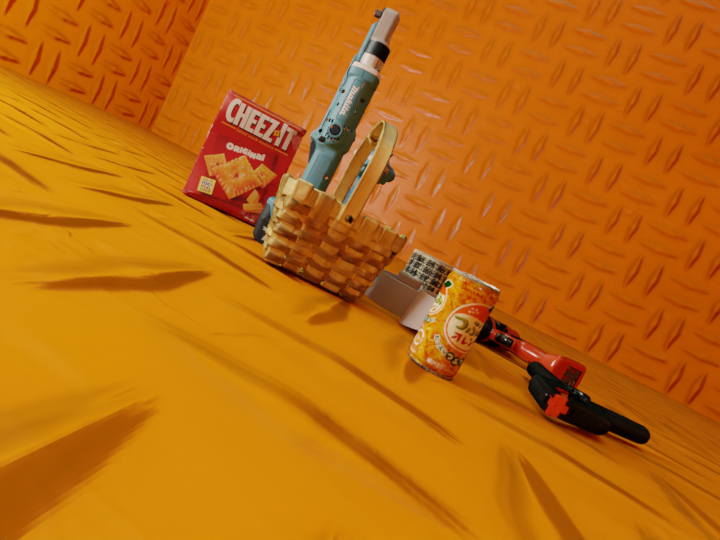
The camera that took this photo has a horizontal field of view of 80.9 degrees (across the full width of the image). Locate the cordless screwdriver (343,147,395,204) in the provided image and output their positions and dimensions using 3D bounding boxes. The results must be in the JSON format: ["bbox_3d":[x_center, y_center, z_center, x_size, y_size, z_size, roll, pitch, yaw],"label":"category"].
[{"bbox_3d":[-0.006,-0.135,0.919,0.078,0.248,0.152,30,6,26],"label":"cordless screwdriver"}]

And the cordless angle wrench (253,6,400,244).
[{"bbox_3d":[-0.042,-0.222,0.688,0.099,0.422,0.074,27,6,2],"label":"cordless angle wrench"}]
